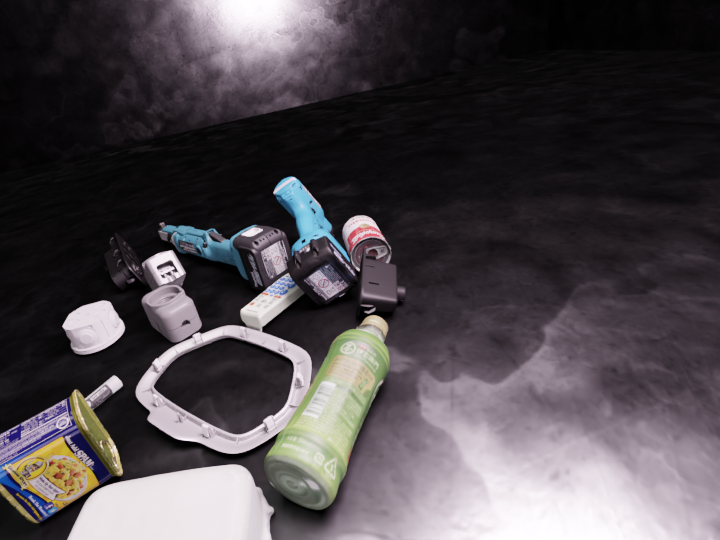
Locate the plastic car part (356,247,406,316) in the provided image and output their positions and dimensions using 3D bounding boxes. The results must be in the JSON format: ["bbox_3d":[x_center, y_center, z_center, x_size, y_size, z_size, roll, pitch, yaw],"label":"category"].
[{"bbox_3d":[0.030,0.026,0.625,0.071,0.064,0.119,4,33,-2],"label":"plastic car part"}]

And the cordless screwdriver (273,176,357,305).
[{"bbox_3d":[-0.071,-0.046,0.727,0.075,0.150,0.260,-35,41,10],"label":"cordless screwdriver"}]

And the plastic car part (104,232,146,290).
[{"bbox_3d":[-0.489,-0.014,0.867,0.066,0.063,0.215,-36,37,-22],"label":"plastic car part"}]

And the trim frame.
[{"bbox_3d":[-0.175,0.136,0.536,0.261,0.026,0.181,12,39,33],"label":"trim frame"}]

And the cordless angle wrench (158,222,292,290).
[{"bbox_3d":[-0.302,-0.052,0.850,0.446,0.095,0.073,12,36,42],"label":"cordless angle wrench"}]
